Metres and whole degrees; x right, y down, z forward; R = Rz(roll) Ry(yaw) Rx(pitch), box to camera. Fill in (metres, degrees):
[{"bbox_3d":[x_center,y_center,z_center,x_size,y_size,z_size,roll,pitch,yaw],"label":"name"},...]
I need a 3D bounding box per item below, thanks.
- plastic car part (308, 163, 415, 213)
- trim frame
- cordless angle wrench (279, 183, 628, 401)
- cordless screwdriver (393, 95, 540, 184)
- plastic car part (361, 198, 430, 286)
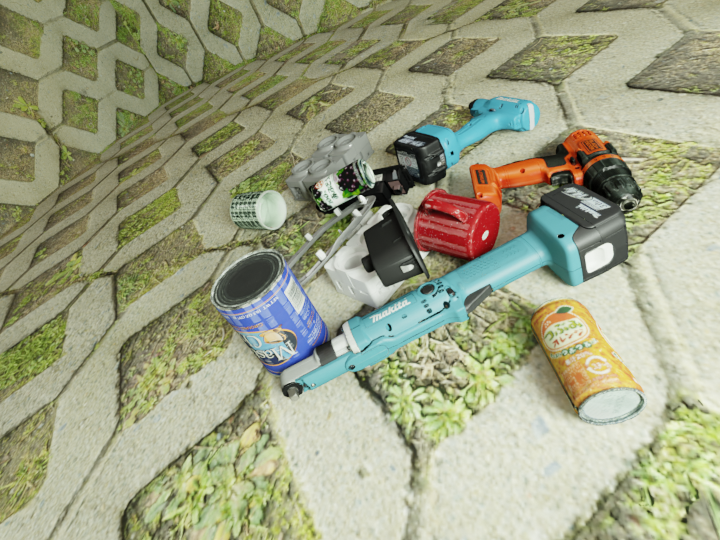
[{"bbox_3d":[-0.006,-0.141,0.790,0.212,0.063,0.068,0,69,31],"label":"plastic car part"},{"bbox_3d":[-0.067,-0.044,0.687,0.246,0.027,0.191,-50,21,-29],"label":"trim frame"},{"bbox_3d":[0.090,0.040,0.501,0.425,0.071,0.102,-28,35,4],"label":"cordless angle wrench"},{"bbox_3d":[0.178,-0.257,0.786,0.246,0.071,0.168,-28,35,-10],"label":"cordless screwdriver"},{"bbox_3d":[0.035,-0.025,0.525,0.072,0.063,0.120,-27,33,15],"label":"plastic car part"}]
